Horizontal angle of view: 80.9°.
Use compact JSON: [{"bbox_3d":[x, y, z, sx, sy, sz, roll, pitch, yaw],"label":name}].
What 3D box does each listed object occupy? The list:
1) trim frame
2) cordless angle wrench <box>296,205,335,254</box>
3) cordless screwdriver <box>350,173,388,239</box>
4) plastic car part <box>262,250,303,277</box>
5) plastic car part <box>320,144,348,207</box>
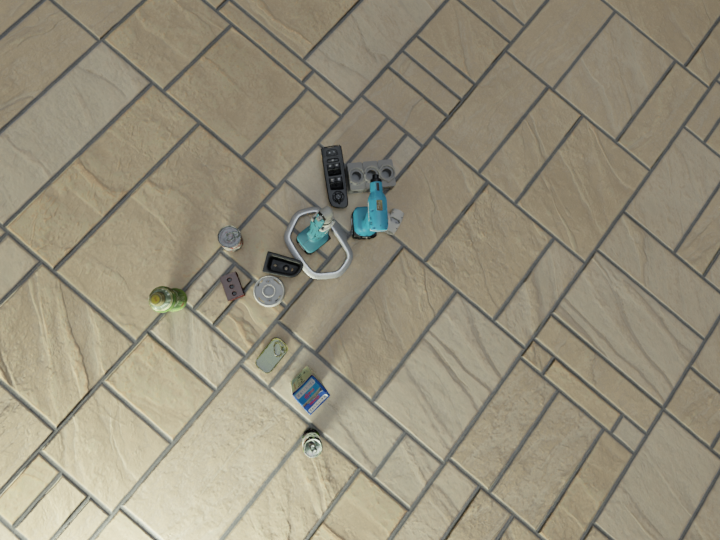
[{"bbox_3d":[-0.132,-0.086,1.345,0.183,0.027,0.250,-36,87,-9],"label":"trim frame"},{"bbox_3d":[-0.114,-0.116,1.151,0.097,0.426,0.074,-39,93,-11],"label":"cordless angle wrench"},{"bbox_3d":[0.027,-0.179,1.262,0.073,0.250,0.160,-2,85,-11],"label":"cordless screwdriver"},{"bbox_3d":[-0.237,-0.011,1.302,0.116,0.071,0.066,14,82,-5],"label":"plastic car part"},{"bbox_3d":[-0.084,-0.295,1.360,0.065,0.067,0.205,-8,83,-9],"label":"plastic car part"}]
